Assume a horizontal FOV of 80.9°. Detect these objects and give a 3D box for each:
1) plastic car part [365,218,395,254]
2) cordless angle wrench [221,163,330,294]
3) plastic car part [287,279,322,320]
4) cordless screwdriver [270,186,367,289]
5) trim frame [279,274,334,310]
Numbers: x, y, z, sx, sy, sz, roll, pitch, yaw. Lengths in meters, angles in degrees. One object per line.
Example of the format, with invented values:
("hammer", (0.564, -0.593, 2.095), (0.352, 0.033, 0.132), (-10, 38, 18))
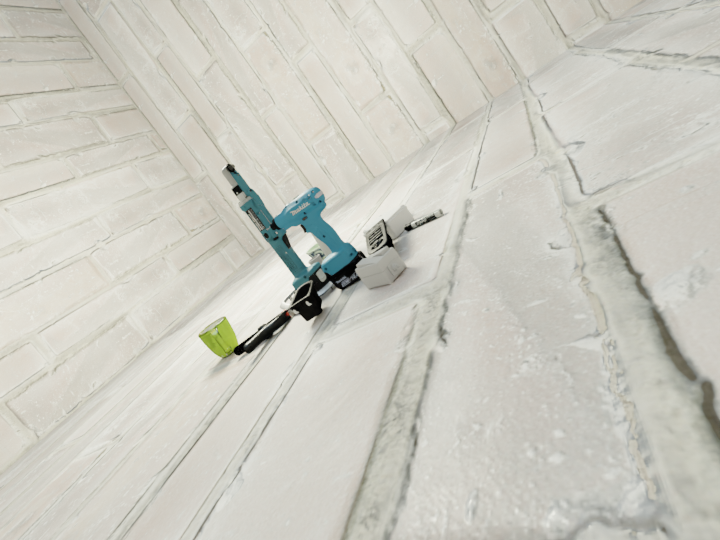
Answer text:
("plastic car part", (0.051, -0.069, 1.057), (0.067, 0.066, 0.205), (-34, 13, 11))
("cordless angle wrench", (-0.236, -0.104, 1.135), (0.100, 0.417, 0.073), (-30, 9, 38))
("plastic car part", (-0.116, 0.075, 0.975), (0.067, 0.070, 0.117), (-33, 12, 14))
("cordless screwdriver", (-0.102, -0.067, 1.044), (0.162, 0.245, 0.074), (-32, 9, 24))
("trim frame", (-0.141, 0.056, 1.194), (0.182, 0.027, 0.256), (-41, 14, -21))
